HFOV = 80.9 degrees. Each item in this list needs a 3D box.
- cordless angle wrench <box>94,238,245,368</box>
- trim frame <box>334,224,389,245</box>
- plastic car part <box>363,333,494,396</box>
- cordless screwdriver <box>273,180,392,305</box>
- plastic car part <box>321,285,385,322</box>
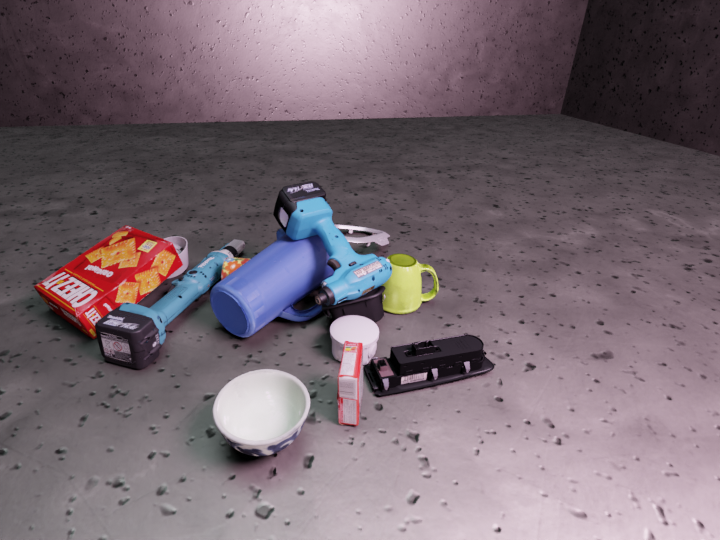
[{"bbox_3d":[-0.336,0.028,0.847,0.100,0.072,0.423,7,28,11],"label":"cordless angle wrench"},{"bbox_3d":[-0.025,-0.087,1.030,0.192,0.027,0.241,11,12,22],"label":"trim frame"},{"bbox_3d":[0.110,0.138,0.662,0.199,0.066,0.069,-4,22,-13],"label":"plastic car part"},{"bbox_3d":[-0.075,-0.049,0.767,0.154,0.073,0.259,-24,61,-36],"label":"cordless screwdriver"},{"bbox_3d":[-0.007,0.074,0.757,0.117,0.070,0.067,-10,12,3],"label":"plastic car part"}]
